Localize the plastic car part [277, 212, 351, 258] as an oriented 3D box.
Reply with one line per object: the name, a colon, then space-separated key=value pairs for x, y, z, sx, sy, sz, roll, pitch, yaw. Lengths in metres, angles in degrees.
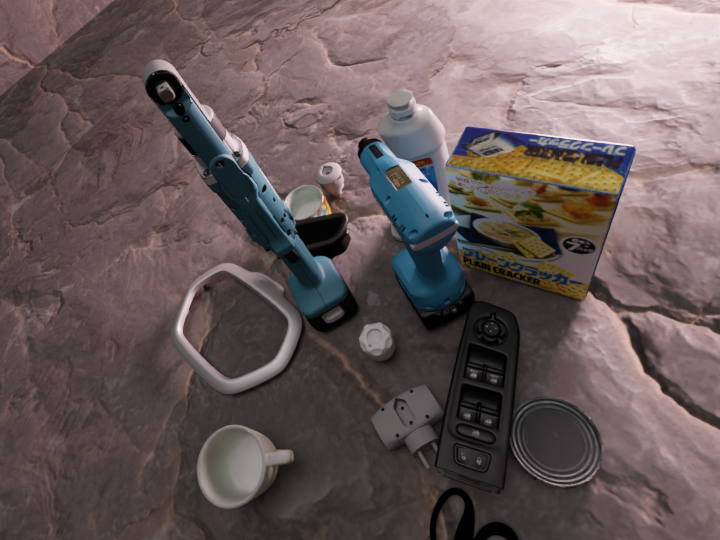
plastic car part: x=-0.066 y=-0.043 z=0.671 sx=0.119 sy=0.067 sz=0.068 roll=-10 pitch=57 yaw=15

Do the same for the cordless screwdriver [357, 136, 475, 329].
cordless screwdriver: x=0.063 y=-0.040 z=0.511 sx=0.074 sy=0.236 sz=0.167 roll=-29 pitch=54 yaw=0

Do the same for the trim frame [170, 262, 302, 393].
trim frame: x=-0.202 y=0.082 z=0.673 sx=0.262 sy=0.026 sz=0.183 roll=29 pitch=73 yaw=33

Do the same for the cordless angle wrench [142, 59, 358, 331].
cordless angle wrench: x=-0.104 y=-0.054 z=0.485 sx=0.074 sy=0.402 sz=0.103 roll=-31 pitch=55 yaw=-1

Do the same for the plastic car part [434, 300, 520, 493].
plastic car part: x=0.139 y=0.134 z=0.479 sx=0.069 sy=0.064 sz=0.205 roll=6 pitch=62 yaw=24
